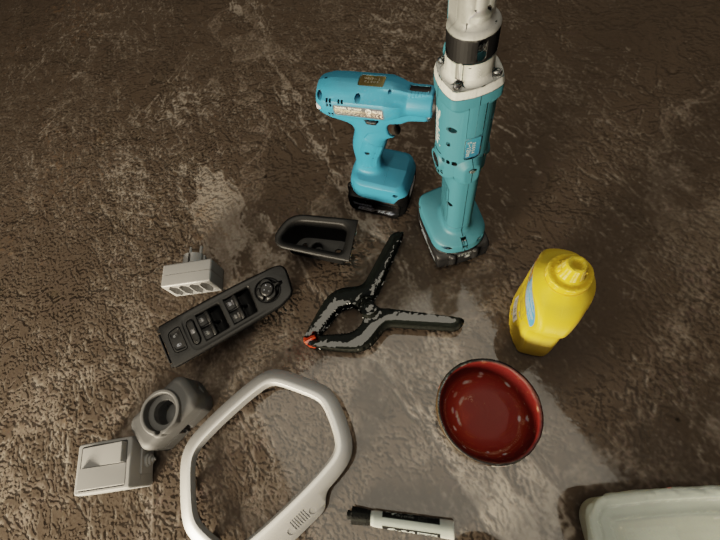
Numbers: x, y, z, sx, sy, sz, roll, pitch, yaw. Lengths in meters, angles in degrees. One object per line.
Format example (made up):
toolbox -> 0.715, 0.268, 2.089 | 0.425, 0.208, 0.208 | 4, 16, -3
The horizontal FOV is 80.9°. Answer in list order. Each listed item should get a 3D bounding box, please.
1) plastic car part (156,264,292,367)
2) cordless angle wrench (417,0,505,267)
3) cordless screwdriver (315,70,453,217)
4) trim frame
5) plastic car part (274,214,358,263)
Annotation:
plastic car part -> -0.186, 0.067, 0.618 | 0.202, 0.064, 0.069 | -31, 64, -2
cordless angle wrench -> 0.104, -0.127, 0.445 | 0.075, 0.406, 0.101 | -18, 65, 1
cordless screwdriver -> 0.042, -0.161, 0.571 | 0.164, 0.239, 0.075 | 14, 70, 16
trim frame -> -0.126, 0.244, 0.541 | 0.247, 0.026, 0.193 | -42, 63, -8
plastic car part -> -0.062, -0.041, 0.637 | 0.120, 0.068, 0.067 | 8, 68, 16
